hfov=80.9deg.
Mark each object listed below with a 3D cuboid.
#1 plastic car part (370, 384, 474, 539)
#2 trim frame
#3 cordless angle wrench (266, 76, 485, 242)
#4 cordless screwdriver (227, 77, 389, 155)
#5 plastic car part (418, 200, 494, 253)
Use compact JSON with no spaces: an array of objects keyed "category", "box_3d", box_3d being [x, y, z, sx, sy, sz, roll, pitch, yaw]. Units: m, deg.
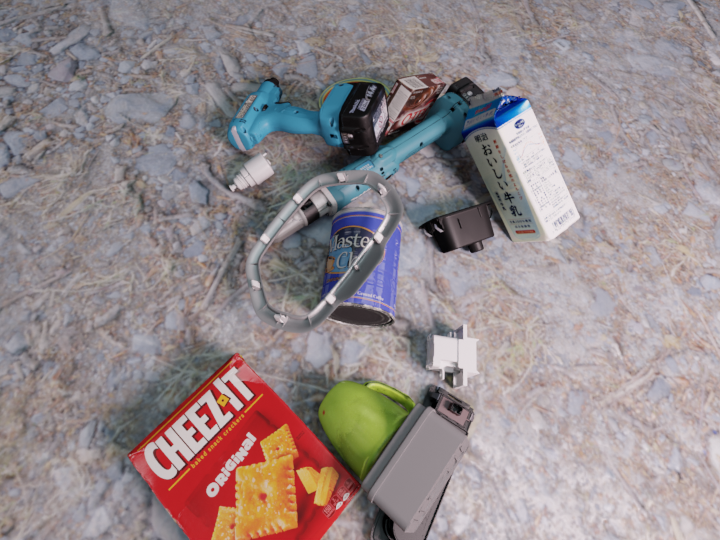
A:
[{"category":"plastic car part","box_3d":[0.084,0.245,0.512,0.066,0.067,0.203,32,70,-2]},{"category":"trim frame","box_3d":[-0.054,-0.036,0.556,0.194,0.026,0.248,35,81,33]},{"category":"cordless angle wrench","box_3d":[0.029,-0.167,0.673,0.418,0.097,0.076,-35,80,-15]},{"category":"cordless screwdriver","box_3d":[-0.080,-0.259,0.678,0.258,0.071,0.161,7,58,21]},{"category":"plastic car part","box_3d":[0.163,-0.061,0.656,0.114,0.067,0.071,-15,85,-16]}]
